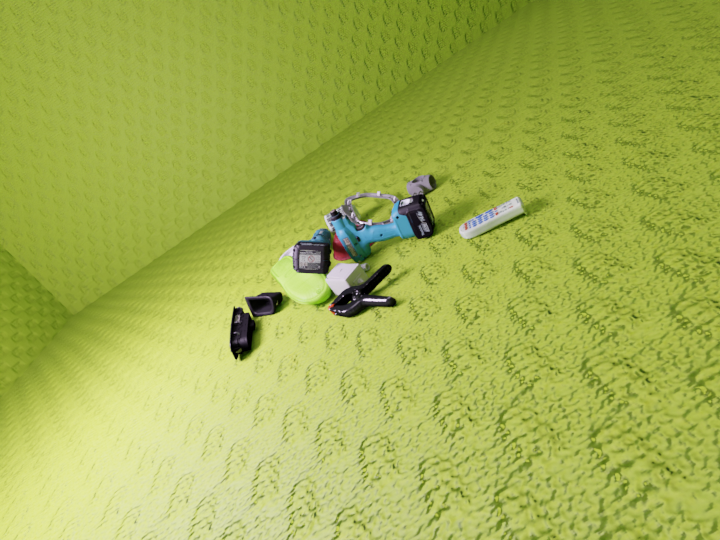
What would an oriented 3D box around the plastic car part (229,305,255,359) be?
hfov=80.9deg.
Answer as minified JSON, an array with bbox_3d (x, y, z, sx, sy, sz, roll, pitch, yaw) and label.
[{"bbox_3d":[-0.318,0.166,1.141,0.067,0.064,0.209,-8,24,-4],"label":"plastic car part"}]

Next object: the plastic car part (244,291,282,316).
[{"bbox_3d":[-0.265,0.088,1.216,0.121,0.064,0.069,-10,18,38],"label":"plastic car part"}]

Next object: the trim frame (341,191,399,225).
[{"bbox_3d":[0.036,-0.190,1.272,0.184,0.026,0.257,-8,33,-3],"label":"trim frame"}]

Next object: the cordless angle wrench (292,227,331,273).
[{"bbox_3d":[-0.122,-0.080,1.250,0.098,0.073,0.427,2,15,0],"label":"cordless angle wrench"}]

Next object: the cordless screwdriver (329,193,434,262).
[{"bbox_3d":[0.051,-0.124,1.075,0.256,0.153,0.075,-19,26,28],"label":"cordless screwdriver"}]
